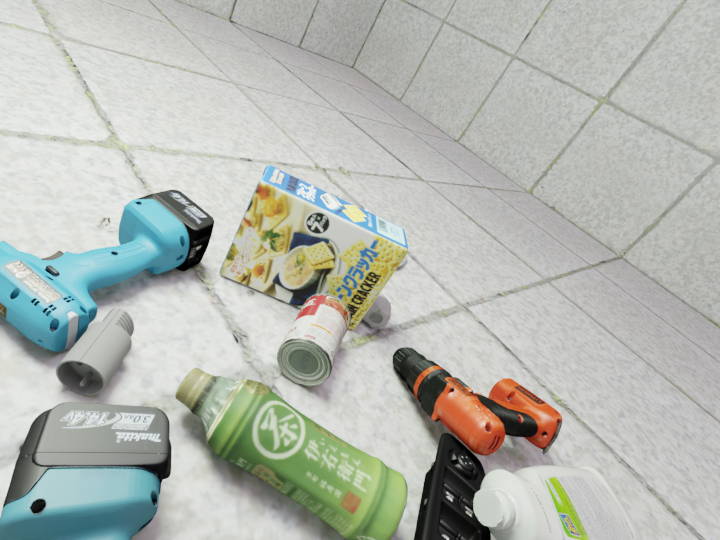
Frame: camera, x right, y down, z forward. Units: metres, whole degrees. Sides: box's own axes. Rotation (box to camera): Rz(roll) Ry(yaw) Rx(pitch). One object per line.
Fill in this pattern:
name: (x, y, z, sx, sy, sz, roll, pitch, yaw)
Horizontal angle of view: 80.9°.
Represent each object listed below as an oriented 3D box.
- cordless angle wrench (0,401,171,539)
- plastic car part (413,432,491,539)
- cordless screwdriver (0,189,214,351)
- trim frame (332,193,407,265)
cordless angle wrench: (-0.140, 0.266, 0.168, 0.094, 0.074, 0.443, 13, 35, -29)
plastic car part: (0.084, 0.240, 0.401, 0.068, 0.066, 0.200, 28, 24, 8)
cordless screwdriver: (-0.298, -0.028, 0.486, 0.162, 0.074, 0.246, 33, 33, 6)
trim frame: (-0.003, -0.093, 0.893, 0.176, 0.027, 0.261, -5, 42, -47)
